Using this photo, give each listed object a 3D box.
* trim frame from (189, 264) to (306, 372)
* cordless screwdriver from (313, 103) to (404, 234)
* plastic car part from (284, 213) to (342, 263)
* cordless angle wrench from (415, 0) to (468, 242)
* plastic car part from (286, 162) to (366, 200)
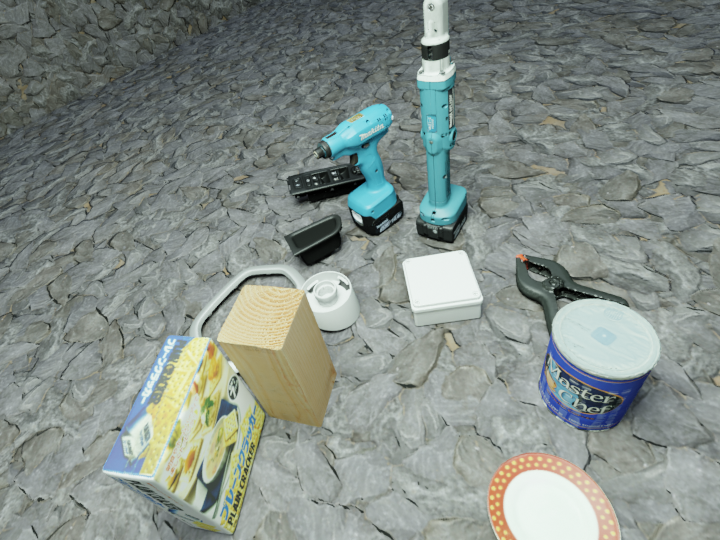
[{"bbox_3d":[-0.205,0.080,0.776,0.194,0.026,0.247,20,55,31],"label":"trim frame"},{"bbox_3d":[0.000,-0.174,0.808,0.157,0.238,0.079,-34,48,-19],"label":"cordless screwdriver"},{"bbox_3d":[-0.082,-0.054,0.838,0.115,0.068,0.069,-25,45,-9],"label":"plastic car part"},{"bbox_3d":[0.131,-0.226,0.701,0.078,0.405,0.097,18,52,28],"label":"cordless angle wrench"},{"bbox_3d":[-0.064,-0.201,0.977,0.203,0.064,0.069,-16,45,1],"label":"plastic car part"}]
